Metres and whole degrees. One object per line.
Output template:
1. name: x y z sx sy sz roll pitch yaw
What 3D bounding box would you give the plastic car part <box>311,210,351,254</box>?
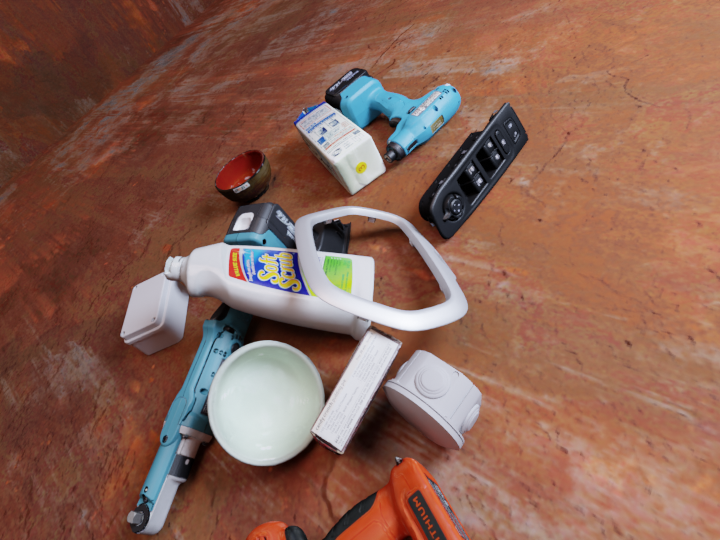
1. plastic car part: -0.059 -0.038 0.599 0.068 0.067 0.119 -15 44 22

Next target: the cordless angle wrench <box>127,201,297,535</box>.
1. cordless angle wrench: -0.184 0.099 0.555 0.077 0.092 0.429 -4 56 29

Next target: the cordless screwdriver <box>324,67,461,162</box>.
1. cordless screwdriver: 0.031 -0.275 0.747 0.158 0.070 0.263 -46 48 -11

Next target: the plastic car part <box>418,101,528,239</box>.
1. plastic car part: 0.141 -0.132 0.561 0.071 0.063 0.202 12 60 50

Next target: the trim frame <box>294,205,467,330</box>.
1. trim frame: 0.018 -0.015 0.487 0.180 0.027 0.260 -1 32 -15
